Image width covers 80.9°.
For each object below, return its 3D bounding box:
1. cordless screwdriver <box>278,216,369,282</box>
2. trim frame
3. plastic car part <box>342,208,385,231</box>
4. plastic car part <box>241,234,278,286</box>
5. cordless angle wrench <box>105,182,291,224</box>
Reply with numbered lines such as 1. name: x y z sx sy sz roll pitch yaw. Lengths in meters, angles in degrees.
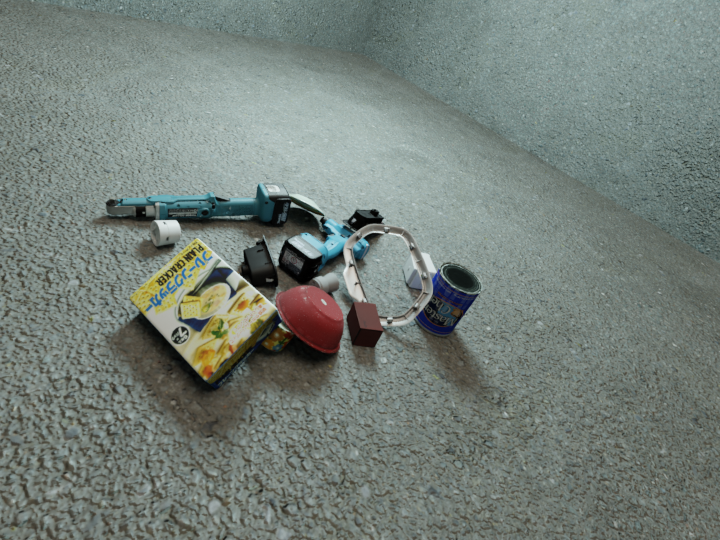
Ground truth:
1. cordless screwdriver: -0.103 -0.067 1.050 0.166 0.074 0.240 38 35 22
2. trim frame: 0.055 0.004 0.958 0.186 0.026 0.256 -20 70 6
3. plastic car part: 0.020 -0.138 1.169 0.068 0.067 0.196 45 25 13
4. plastic car part: -0.228 -0.012 0.931 0.069 0.064 0.122 -10 48 -17
5. cordless angle wrench: -0.379 -0.156 1.023 0.408 0.096 0.078 -6 44 -26
